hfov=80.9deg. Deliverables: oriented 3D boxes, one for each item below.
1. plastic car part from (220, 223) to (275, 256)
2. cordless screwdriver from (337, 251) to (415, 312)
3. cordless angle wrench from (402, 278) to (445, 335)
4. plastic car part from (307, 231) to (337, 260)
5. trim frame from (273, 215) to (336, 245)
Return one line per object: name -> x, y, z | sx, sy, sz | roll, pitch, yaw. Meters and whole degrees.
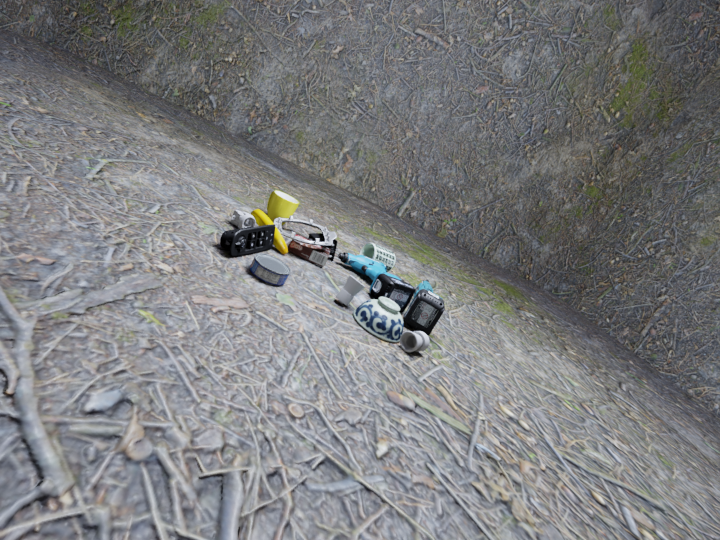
plastic car part -> -0.269, -0.078, 1.005 | 0.068, 0.066, 0.200 | 20, 14, 7
cordless screwdriver -> 0.036, 0.018, 1.193 | 0.153, 0.074, 0.260 | 20, 13, -25
cordless angle wrench -> 0.184, 0.080, 1.227 | 0.075, 0.098, 0.418 | 30, 11, 4
plastic car part -> -0.125, -0.082, 1.281 | 0.068, 0.065, 0.123 | 2, 22, -29
trim frame -> -0.162, -0.119, 1.231 | 0.181, 0.027, 0.256 | 12, 15, -12
